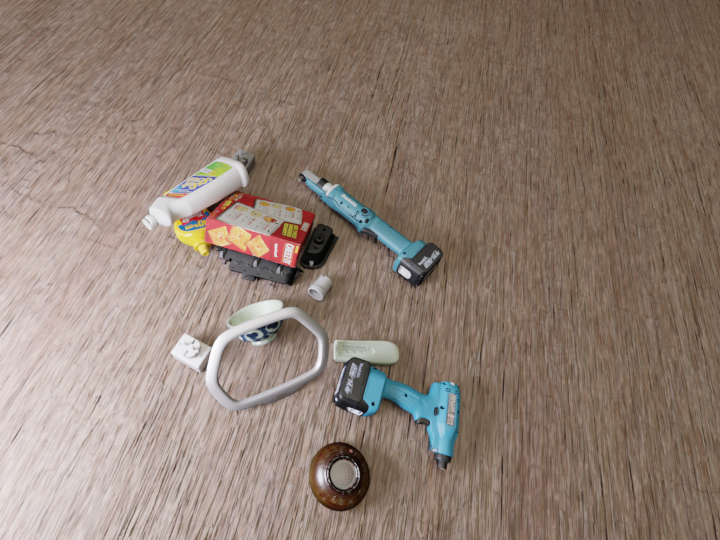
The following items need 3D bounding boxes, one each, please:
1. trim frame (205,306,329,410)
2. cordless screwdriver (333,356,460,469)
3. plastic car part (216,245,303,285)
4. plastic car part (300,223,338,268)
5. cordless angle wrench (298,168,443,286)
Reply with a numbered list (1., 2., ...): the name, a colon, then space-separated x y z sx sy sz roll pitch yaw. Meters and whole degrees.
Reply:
1. trim frame: -0.175 0.173 0.818 0.243 0.029 0.180 -21 104 -19
2. cordless screwdriver: 0.071 0.273 0.825 0.248 0.073 0.162 16 59 -2
3. plastic car part: -0.231 -0.006 0.962 0.203 0.065 0.068 11 73 1
4. plastic car part: -0.098 -0.064 1.007 0.067 0.069 0.117 21 56 4
5. cordless angle wrench: 0.006 -0.131 1.061 0.438 0.073 0.097 40 62 19
